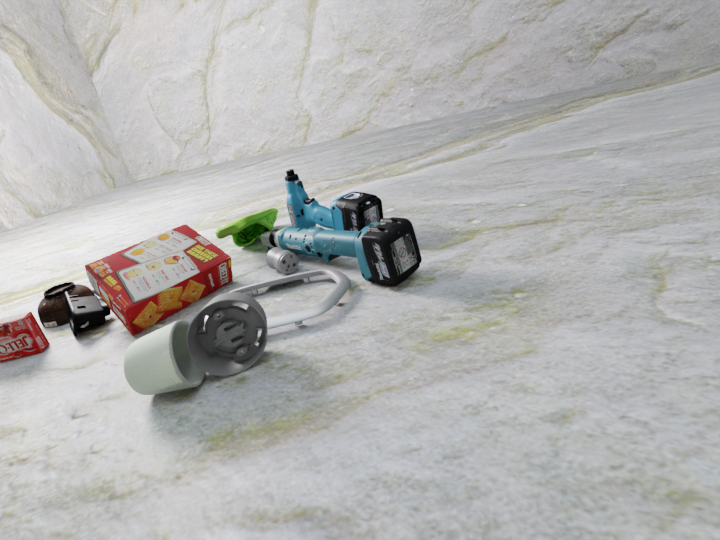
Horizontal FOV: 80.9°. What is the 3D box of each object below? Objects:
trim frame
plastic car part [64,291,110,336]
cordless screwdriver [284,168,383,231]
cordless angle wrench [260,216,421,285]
[{"bbox_3d":[-0.136,0.048,0.692,0.249,0.027,0.189,-16,25,2],"label":"trim frame"},{"bbox_3d":[-0.520,0.081,0.809,0.068,0.065,0.123,-13,21,-40],"label":"plastic car part"},{"bbox_3d":[-0.072,-0.141,0.912,0.262,0.155,0.072,12,32,43],"label":"cordless screwdriver"},{"bbox_3d":[-0.079,-0.052,0.807,0.073,0.095,0.445,-33,26,-33],"label":"cordless angle wrench"}]
